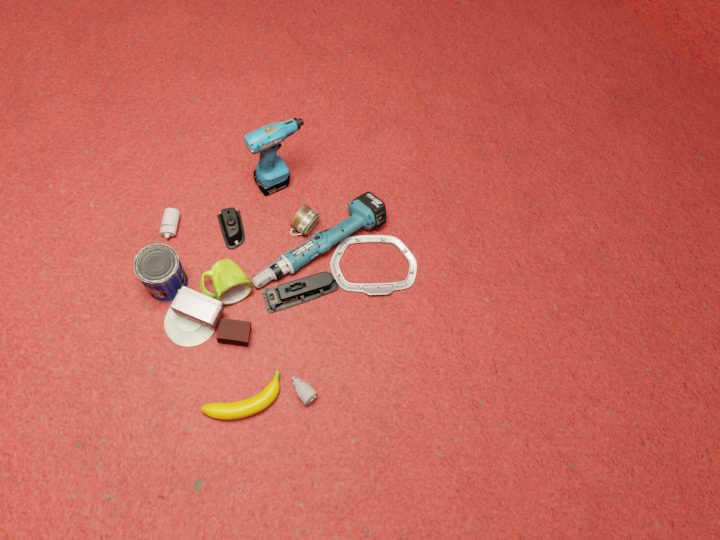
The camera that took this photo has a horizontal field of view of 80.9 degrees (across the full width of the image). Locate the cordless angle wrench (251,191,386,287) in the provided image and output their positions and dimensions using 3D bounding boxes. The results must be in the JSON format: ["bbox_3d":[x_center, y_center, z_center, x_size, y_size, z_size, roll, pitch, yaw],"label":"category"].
[{"bbox_3d":[-0.114,-0.075,1.166,0.418,0.071,0.103,-34,53,-16],"label":"cordless angle wrench"}]

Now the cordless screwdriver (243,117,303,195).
[{"bbox_3d":[-0.230,-0.317,1.169,0.157,0.245,0.076,-28,76,-16],"label":"cordless screwdriver"}]

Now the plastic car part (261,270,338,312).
[{"bbox_3d":[-0.156,0.044,1.114,0.198,0.066,0.069,-16,63,-17],"label":"plastic car part"}]

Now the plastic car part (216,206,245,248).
[{"bbox_3d":[-0.355,-0.126,1.163,0.065,0.070,0.121,-14,65,-14],"label":"plastic car part"}]

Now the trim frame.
[{"bbox_3d":[0.039,-0.018,1.185,0.245,0.027,0.189,-1,66,-10],"label":"trim frame"}]
